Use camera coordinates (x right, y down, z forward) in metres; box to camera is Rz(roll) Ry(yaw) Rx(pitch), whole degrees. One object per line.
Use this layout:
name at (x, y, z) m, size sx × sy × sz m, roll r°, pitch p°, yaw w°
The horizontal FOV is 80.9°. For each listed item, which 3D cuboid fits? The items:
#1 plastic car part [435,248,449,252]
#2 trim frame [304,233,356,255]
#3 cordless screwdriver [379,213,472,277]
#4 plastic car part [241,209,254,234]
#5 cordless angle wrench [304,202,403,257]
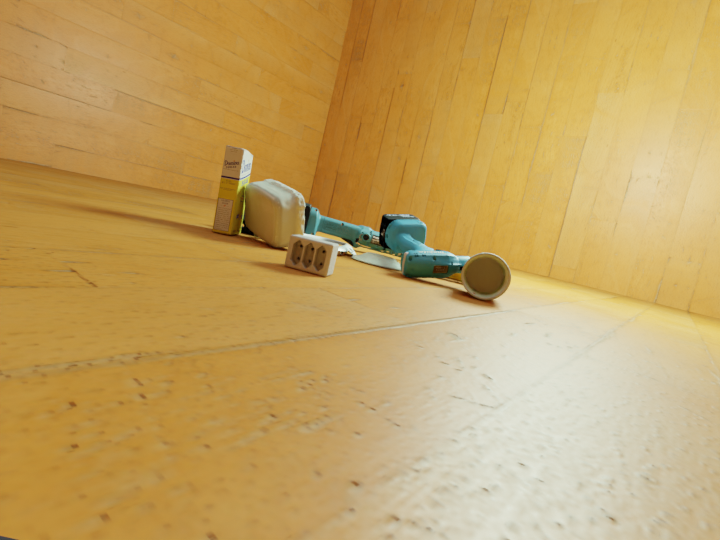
plastic car part at (0.211, -0.012, 1.029) m, size 0.213 × 0.067 × 0.063 m, roll 19°, pitch 1°, yaw 27°
trim frame at (-0.101, -0.066, 1.030) m, size 0.186 × 0.027 × 0.246 m, roll 12°, pitch 5°, yaw 4°
cordless screwdriver at (0.138, -0.053, 0.922) m, size 0.156 × 0.073 × 0.258 m, roll 0°, pitch 24°, yaw -12°
plastic car part at (-0.248, -0.107, 0.990) m, size 0.114 × 0.065 × 0.073 m, roll 8°, pitch 21°, yaw -15°
cordless angle wrench at (0.008, -0.093, 1.197) m, size 0.419 × 0.098 × 0.075 m, roll 15°, pitch 2°, yaw -5°
